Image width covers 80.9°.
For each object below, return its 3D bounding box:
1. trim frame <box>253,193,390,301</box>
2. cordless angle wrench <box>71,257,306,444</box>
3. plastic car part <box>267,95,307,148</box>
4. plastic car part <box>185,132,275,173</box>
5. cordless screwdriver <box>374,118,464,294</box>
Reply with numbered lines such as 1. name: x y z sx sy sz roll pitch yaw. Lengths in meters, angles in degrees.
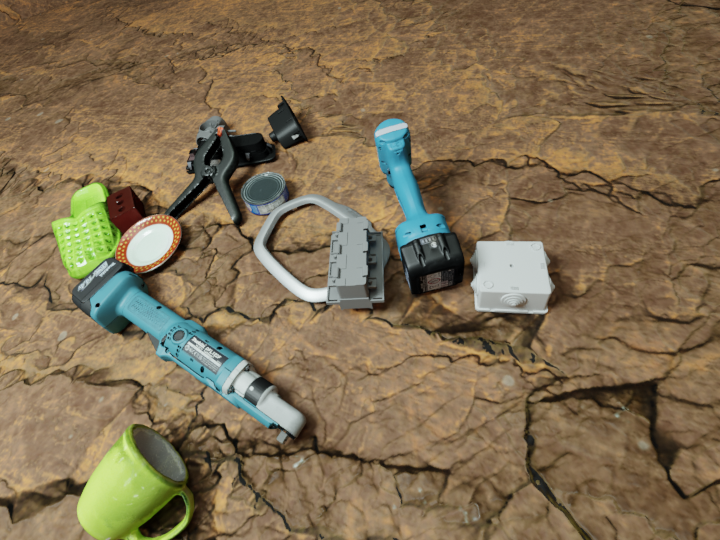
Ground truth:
1. trim frame: -0.068 -0.044 0.694 0.182 0.026 0.263 -41 52 -16
2. cordless angle wrench: -0.249 0.105 0.600 0.443 0.071 0.097 24 62 27
3. plastic car part: -0.165 -0.307 0.908 0.072 0.062 0.122 -29 53 10
4. plastic car part: -0.277 -0.255 0.893 0.207 0.064 0.068 -1 45 11
5. cordless screwdriver: 0.078 -0.088 0.638 0.075 0.153 0.257 -15 66 3
